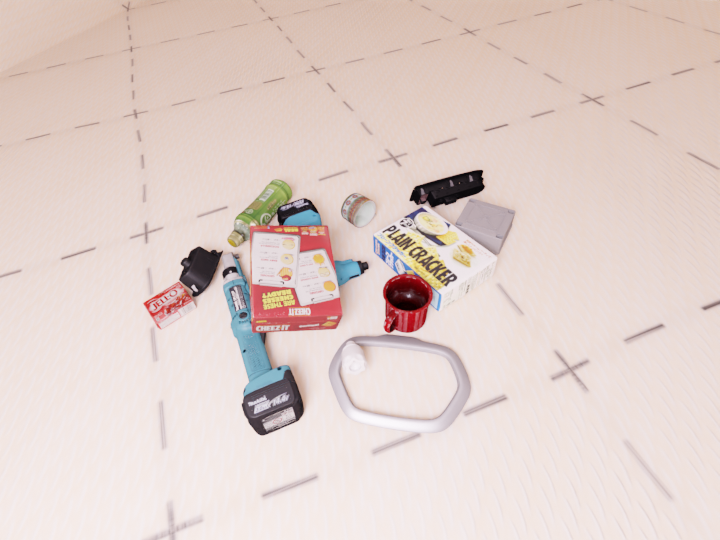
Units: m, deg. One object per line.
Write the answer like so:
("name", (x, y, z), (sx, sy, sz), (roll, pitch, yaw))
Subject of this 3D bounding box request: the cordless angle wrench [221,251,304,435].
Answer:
("cordless angle wrench", (-0.225, 0.106, 0.841), (0.096, 0.071, 0.445), (-21, 47, -13))

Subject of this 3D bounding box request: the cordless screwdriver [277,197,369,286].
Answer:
("cordless screwdriver", (-0.095, -0.062, 0.973), (0.157, 0.072, 0.261), (-18, 52, -10))

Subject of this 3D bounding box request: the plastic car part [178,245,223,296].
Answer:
("plastic car part", (-0.367, -0.008, 0.946), (0.068, 0.067, 0.119), (-24, 38, 31))

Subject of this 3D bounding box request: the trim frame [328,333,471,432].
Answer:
("trim frame", (0.066, 0.191, 0.752), (0.253, 0.026, 0.188), (2, 49, 11))

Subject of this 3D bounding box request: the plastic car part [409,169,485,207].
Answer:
("plastic car part", (0.230, -0.204, 1.065), (0.200, 0.064, 0.070), (-21, 59, -12))
